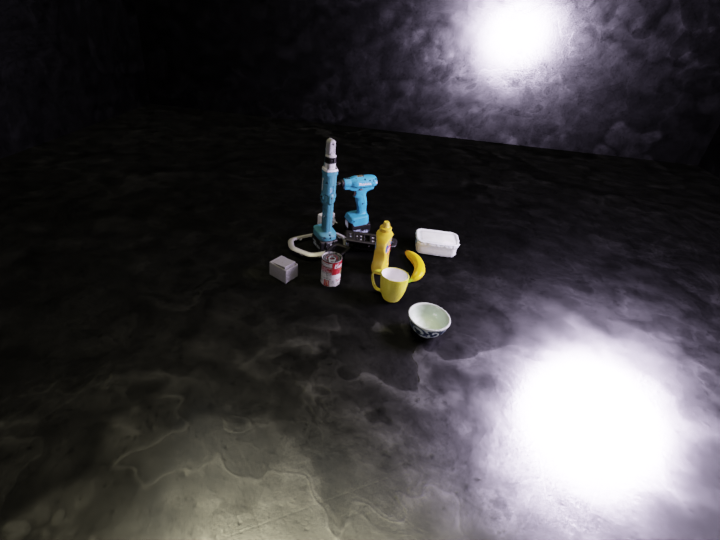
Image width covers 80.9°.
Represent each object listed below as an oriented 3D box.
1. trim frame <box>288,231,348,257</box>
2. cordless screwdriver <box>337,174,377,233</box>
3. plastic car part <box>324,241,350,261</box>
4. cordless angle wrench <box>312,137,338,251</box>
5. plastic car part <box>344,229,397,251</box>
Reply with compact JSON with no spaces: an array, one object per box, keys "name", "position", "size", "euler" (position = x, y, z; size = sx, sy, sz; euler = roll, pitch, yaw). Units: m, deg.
[{"name":"trim frame","position":[-0.160,-0.105,1.634],"size":[0.241,0.027,0.195],"euler":[-16,37,-27]},{"name":"cordless screwdriver","position":[-0.025,-0.262,1.692],"size":[0.155,0.243,0.078],"euler":[-7,34,-20]},{"name":"plastic car part","position":[-0.091,-0.042,1.506],"size":[0.068,0.069,0.115],"euler":[18,35,19]},{"name":"cordless angle wrench","position":[-0.119,-0.270,1.539],"size":[0.072,0.413,0.103],"euler":[-11,36,-27]},{"name":"plastic car part","position":[0.038,-0.103,1.616],"size":[0.204,0.065,0.068],"euler":[5,32,2]}]
